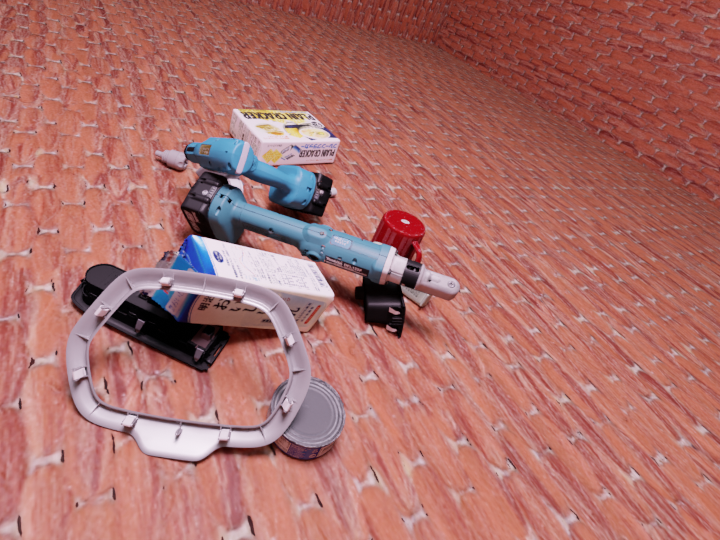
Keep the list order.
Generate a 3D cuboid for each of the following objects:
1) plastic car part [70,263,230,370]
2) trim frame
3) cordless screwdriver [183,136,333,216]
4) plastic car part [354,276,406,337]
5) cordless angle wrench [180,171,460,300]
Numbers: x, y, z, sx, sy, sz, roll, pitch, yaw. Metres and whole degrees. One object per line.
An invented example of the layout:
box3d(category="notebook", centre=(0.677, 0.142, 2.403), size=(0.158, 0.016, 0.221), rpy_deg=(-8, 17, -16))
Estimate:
box3d(category="plastic car part", centre=(-0.263, 0.048, 0.520), size=(0.206, 0.066, 0.066), rpy_deg=(21, 43, 6))
box3d(category="trim frame", centre=(-0.173, 0.095, 0.430), size=(0.246, 0.184, 0.028), rpy_deg=(10, -2, -5))
box3d(category="cordless screwdriver", centre=(-0.175, -0.166, 0.737), size=(0.168, 0.074, 0.235), rpy_deg=(17, 1, 39))
box3d(category="plastic car part", centre=(0.027, 0.041, 0.664), size=(0.070, 0.064, 0.121), rpy_deg=(-1, 37, -6))
box3d(category="cordless angle wrench", centre=(-0.062, -0.041, 0.636), size=(0.432, 0.095, 0.075), rpy_deg=(19, 64, 11))
